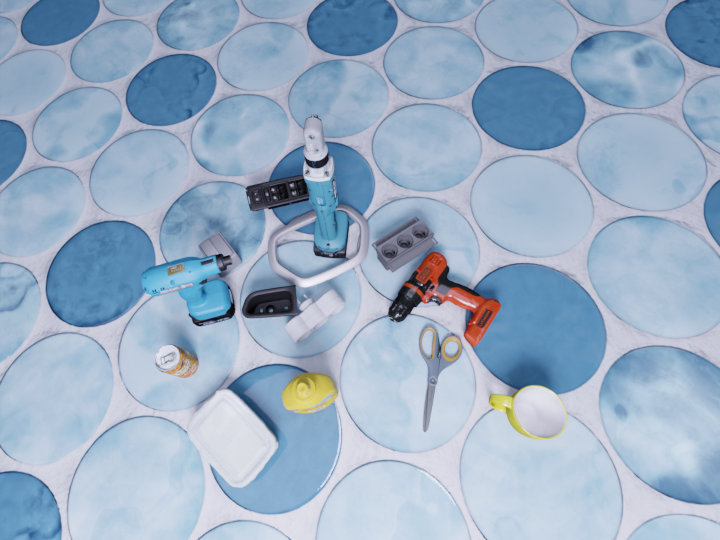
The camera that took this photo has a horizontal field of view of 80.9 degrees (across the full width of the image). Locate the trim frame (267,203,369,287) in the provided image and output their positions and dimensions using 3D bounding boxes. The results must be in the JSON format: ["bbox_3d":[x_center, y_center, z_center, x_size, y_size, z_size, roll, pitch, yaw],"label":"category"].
[{"bbox_3d":[-0.096,-0.063,0.982,0.247,0.027,0.191,-26,67,-5],"label":"trim frame"}]

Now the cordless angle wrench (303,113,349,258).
[{"bbox_3d":[-0.068,-0.138,0.802,0.075,0.411,0.099,5,70,3],"label":"cordless angle wrench"}]

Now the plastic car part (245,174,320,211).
[{"bbox_3d":[-0.169,-0.185,1.020,0.203,0.065,0.068,-15,68,-1],"label":"plastic car part"}]

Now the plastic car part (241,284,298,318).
[{"bbox_3d":[-0.190,0.077,0.910,0.117,0.069,0.068,-8,68,2],"label":"plastic car part"}]

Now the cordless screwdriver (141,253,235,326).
[{"bbox_3d":[-0.306,0.036,0.846,0.159,0.242,0.077,-16,70,-4],"label":"cordless screwdriver"}]
